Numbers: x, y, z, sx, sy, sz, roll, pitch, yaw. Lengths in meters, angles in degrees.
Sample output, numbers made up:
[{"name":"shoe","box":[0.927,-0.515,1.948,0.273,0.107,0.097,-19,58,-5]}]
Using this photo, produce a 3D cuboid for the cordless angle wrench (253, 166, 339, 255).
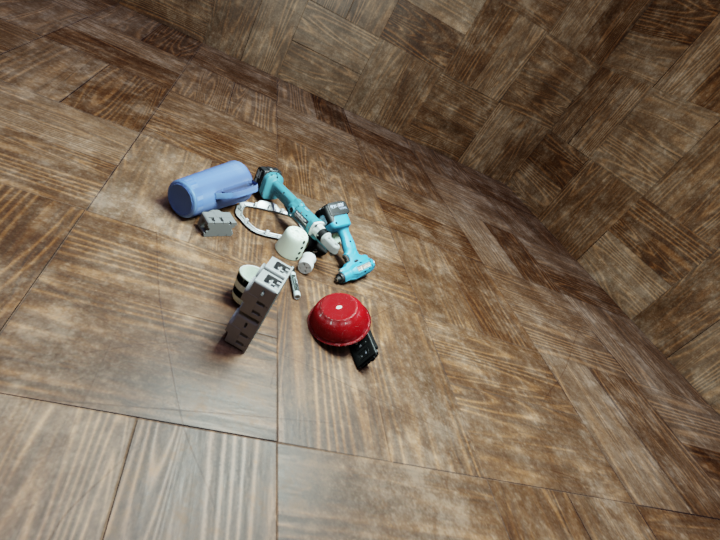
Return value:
[{"name":"cordless angle wrench","box":[-0.200,-0.190,1.334,0.071,0.097,0.445,-5,40,-46]}]

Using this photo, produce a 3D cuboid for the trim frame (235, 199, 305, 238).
[{"name":"trim frame","box":[-0.282,-0.163,1.357,0.238,0.027,0.193,8,36,-29]}]

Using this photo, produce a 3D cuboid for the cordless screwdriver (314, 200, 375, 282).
[{"name":"cordless screwdriver","box":[-0.064,-0.086,1.312,0.154,0.076,0.251,-23,84,-42]}]

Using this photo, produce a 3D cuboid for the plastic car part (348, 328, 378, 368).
[{"name":"plastic car part","box":[-0.002,0.156,1.091,0.063,0.066,0.213,19,30,-40]}]

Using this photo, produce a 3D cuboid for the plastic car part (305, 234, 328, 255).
[{"name":"plastic car part","box":[-0.132,-0.086,1.348,0.068,0.067,0.121,32,31,-29]}]
